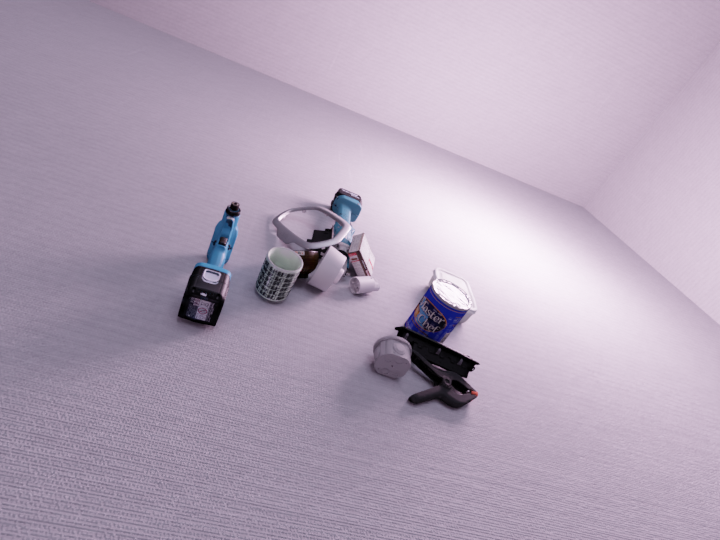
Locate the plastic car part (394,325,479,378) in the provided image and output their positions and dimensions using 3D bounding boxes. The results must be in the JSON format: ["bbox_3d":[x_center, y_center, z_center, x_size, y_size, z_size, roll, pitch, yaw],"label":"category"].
[{"bbox_3d":[0.171,0.189,0.953,0.202,0.066,0.067,21,69,-3],"label":"plastic car part"}]

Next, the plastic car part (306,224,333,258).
[{"bbox_3d":[-0.114,-0.074,1.161,0.071,0.065,0.119,12,34,-3],"label":"plastic car part"}]

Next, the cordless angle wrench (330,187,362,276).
[{"bbox_3d":[-0.051,-0.116,1.262,0.096,0.074,0.433,20,33,-12],"label":"cordless angle wrench"}]

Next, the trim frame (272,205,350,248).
[{"bbox_3d":[-0.141,-0.122,1.172,0.179,0.027,0.263,-25,41,-27],"label":"trim frame"}]

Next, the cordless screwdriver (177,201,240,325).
[{"bbox_3d":[-0.288,-0.022,0.848,0.072,0.158,0.257,18,33,-18],"label":"cordless screwdriver"}]
